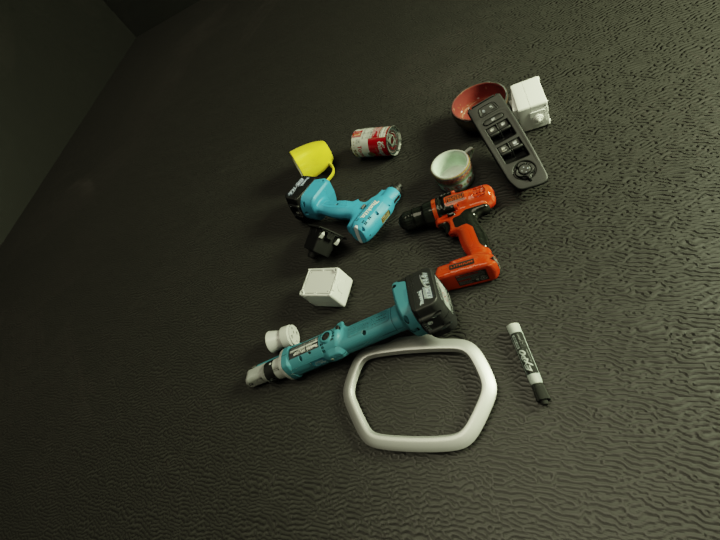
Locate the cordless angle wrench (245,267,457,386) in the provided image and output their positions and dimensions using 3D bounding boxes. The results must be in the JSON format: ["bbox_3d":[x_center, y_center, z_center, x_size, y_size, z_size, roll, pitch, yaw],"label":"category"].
[{"bbox_3d":[-0.045,0.129,0.750,0.431,0.071,0.101,-27,35,23],"label":"cordless angle wrench"}]

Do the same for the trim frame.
[{"bbox_3d":[0.085,0.188,0.671,0.257,0.026,0.189,-13,55,26],"label":"trim frame"}]

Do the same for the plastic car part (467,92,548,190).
[{"bbox_3d":[0.273,-0.228,0.787,0.067,0.064,0.210,-25,64,11],"label":"plastic car part"}]

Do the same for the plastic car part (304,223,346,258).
[{"bbox_3d":[-0.089,-0.058,0.914,0.071,0.063,0.121,-67,23,-4],"label":"plastic car part"}]

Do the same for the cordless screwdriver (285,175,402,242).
[{"bbox_3d":[-0.038,-0.158,0.949,0.263,0.071,0.158,22,61,36],"label":"cordless screwdriver"}]
